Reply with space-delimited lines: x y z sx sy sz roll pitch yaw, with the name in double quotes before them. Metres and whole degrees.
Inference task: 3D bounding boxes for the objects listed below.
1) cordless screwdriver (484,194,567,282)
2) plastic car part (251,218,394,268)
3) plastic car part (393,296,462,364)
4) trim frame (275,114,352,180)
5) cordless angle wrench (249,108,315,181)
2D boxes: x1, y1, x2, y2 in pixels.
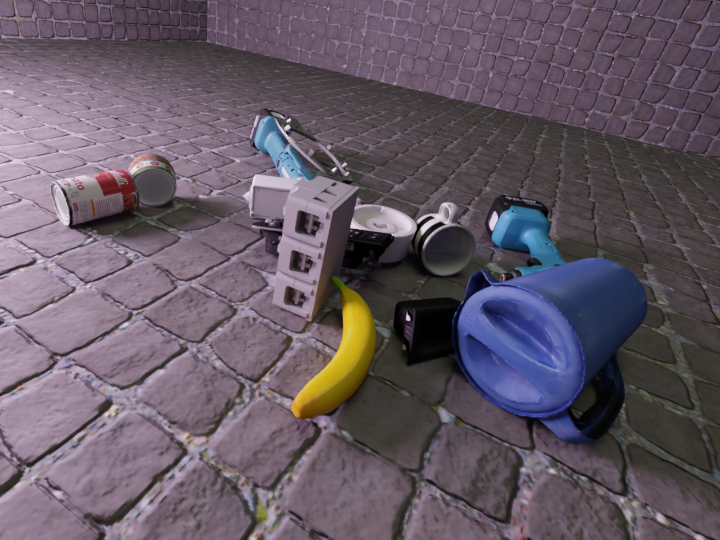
"cordless screwdriver" 0.274 -0.039 0.705 0.157 0.073 0.257 5 35 -8
"plastic car part" -0.059 -0.039 0.605 0.210 0.065 0.065 14 26 18
"plastic car part" 0.087 0.059 0.511 0.112 0.065 0.075 -6 20 -32
"trim frame" -0.094 -0.262 0.906 0.189 0.028 0.241 47 19 11
"cordless angle wrench" -0.145 -0.217 0.873 0.071 0.097 0.445 8 32 -32
